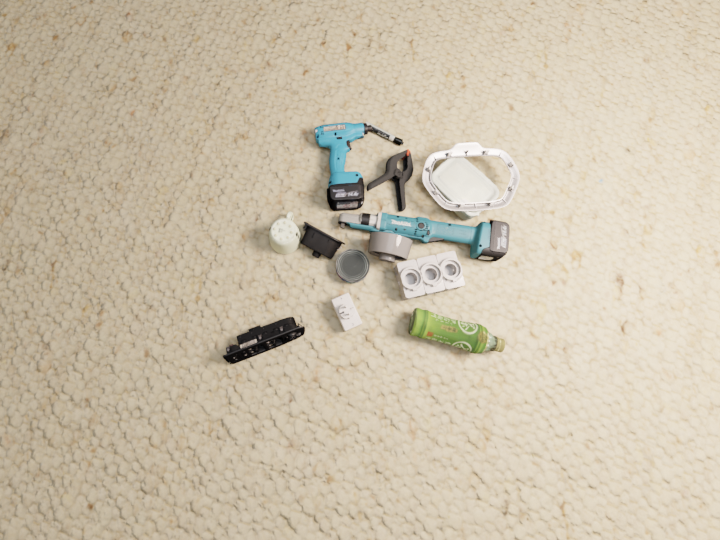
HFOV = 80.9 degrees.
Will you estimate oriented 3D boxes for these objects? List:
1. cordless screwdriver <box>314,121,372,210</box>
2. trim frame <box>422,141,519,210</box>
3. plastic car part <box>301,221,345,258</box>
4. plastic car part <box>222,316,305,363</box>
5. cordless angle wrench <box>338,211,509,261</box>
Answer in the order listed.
[{"bbox_3d":[-0.031,-0.289,1.137,0.159,0.073,0.254,-9,72,-2],"label":"cordless screwdriver"},{"bbox_3d":[0.283,-0.240,1.078,0.249,0.027,0.187,-3,74,2],"label":"trim frame"},{"bbox_3d":[-0.107,-0.070,1.091,0.118,0.065,0.071,32,93,4],"label":"plastic car part"},{"bbox_3d":[-0.233,0.165,1.031,0.202,0.063,0.070,-17,52,-3],"label":"plastic car part"},{"bbox_3d":[0.153,-0.105,1.088,0.427,0.073,0.099,9,76,6],"label":"cordless angle wrench"}]
